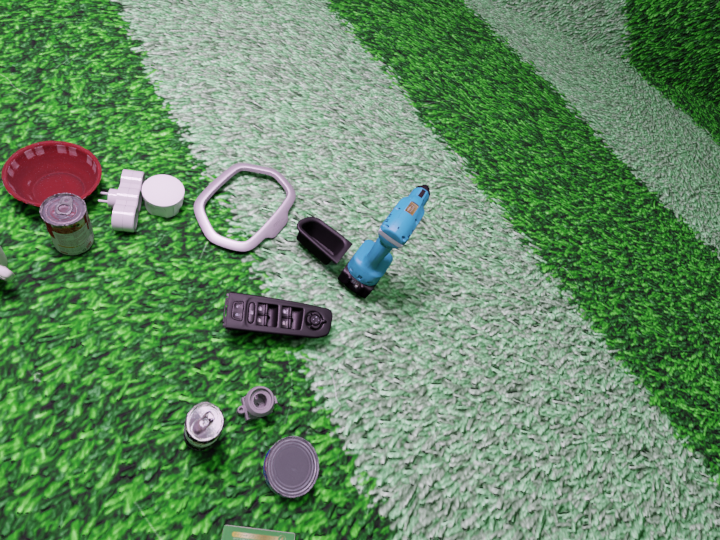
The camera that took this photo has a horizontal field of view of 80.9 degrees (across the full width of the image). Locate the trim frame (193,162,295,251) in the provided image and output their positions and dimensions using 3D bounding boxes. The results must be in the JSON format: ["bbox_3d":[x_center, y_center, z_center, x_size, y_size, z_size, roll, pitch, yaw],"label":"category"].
[{"bbox_3d":[-0.247,-0.143,0.923,0.185,0.027,0.248,31,54,2],"label":"trim frame"}]

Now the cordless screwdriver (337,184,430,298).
[{"bbox_3d":[0.050,-0.057,0.834,0.075,0.248,0.158,36,54,0],"label":"cordless screwdriver"}]

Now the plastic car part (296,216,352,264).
[{"bbox_3d":[-0.088,-0.057,0.896,0.118,0.071,0.065,37,54,5],"label":"plastic car part"}]

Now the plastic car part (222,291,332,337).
[{"bbox_3d":[-0.151,0.093,0.779,0.198,0.067,0.068,8,58,-15],"label":"plastic car part"}]
